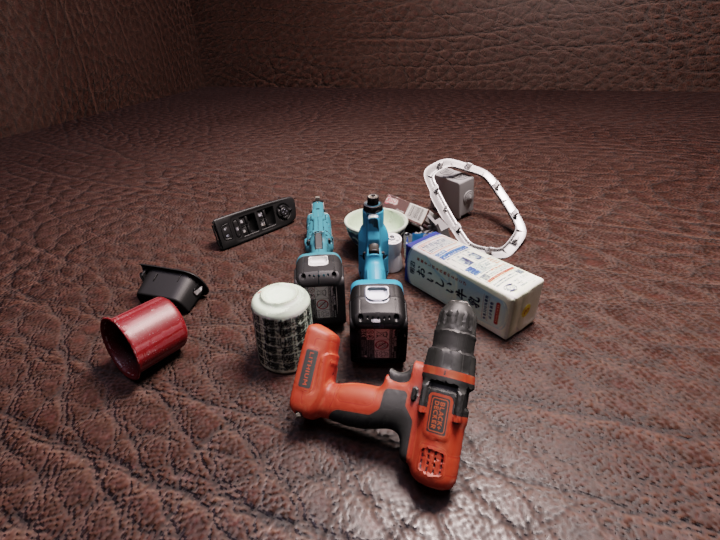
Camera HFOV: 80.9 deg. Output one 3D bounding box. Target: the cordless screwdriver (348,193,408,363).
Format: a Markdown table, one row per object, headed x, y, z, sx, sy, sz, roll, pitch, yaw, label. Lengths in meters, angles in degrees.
| x | y | z | sx | sy | sz | roll | pitch | yaw | label |
| --- | --- | --- | --- | --- | --- | --- | --- | --- | --- |
| 0.022 | 0.003 | 0.622 | 0.075 | 0.154 | 0.255 | -1 | 33 | 1 | cordless screwdriver |

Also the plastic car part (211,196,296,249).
| x | y | z | sx | sy | sz | roll | pitch | yaw | label |
| --- | --- | --- | --- | --- | --- | --- | --- | --- | --- |
| -0.232 | -0.108 | 0.930 | 0.198 | 0.065 | 0.070 | -25 | 12 | -29 | plastic car part |

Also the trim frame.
| x | y | z | sx | sy | sz | roll | pitch | yaw | label |
| --- | --- | --- | --- | --- | --- | --- | --- | --- | --- |
| 0.224 | -0.131 | 0.834 | 0.180 | 0.027 | 0.258 | -11 | 63 | -18 | trim frame |

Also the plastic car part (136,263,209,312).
| x | y | z | sx | sy | sz | roll | pitch | yaw | label |
| --- | --- | --- | --- | --- | --- | --- | --- | --- | --- |
| -0.322 | 0.039 | 0.705 | 0.120 | 0.063 | 0.072 | 9 | 48 | 14 | plastic car part |

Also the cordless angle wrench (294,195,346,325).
| x | y | z | sx | sy | sz | roll | pitch | yaw | label |
| --- | --- | --- | --- | --- | --- | --- | --- | --- | --- |
| -0.078 | -0.051 | 0.798 | 0.074 | 0.095 | 0.435 | -4 | 27 | -4 | cordless angle wrench |
